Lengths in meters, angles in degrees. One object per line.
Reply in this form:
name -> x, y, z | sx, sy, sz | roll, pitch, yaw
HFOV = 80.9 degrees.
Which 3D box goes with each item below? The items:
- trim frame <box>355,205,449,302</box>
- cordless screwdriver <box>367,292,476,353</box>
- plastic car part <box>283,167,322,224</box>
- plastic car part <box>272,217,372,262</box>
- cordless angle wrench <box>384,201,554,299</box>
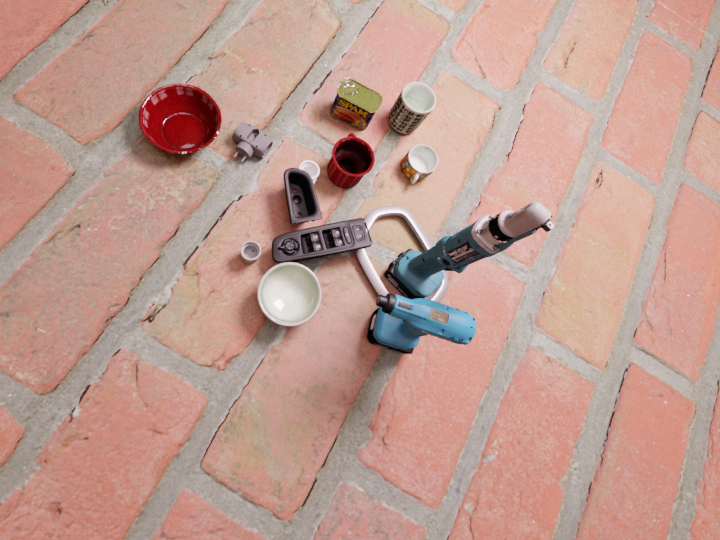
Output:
trim frame -> 0.090, -0.025, 0.912 | 0.181, 0.027, 0.252 | -28, 82, -18
cordless screwdriver -> 0.071, 0.092, 0.756 | 0.157, 0.250, 0.075 | 20, 72, -10
plastic car part -> -0.128, -0.147, 0.878 | 0.064, 0.071, 0.118 | -10, 77, -17
plastic car part -> -0.084, -0.055, 0.863 | 0.199, 0.067, 0.067 | -11, 79, -15
cordless angle wrench -> 0.161, -0.030, 0.718 | 0.098, 0.426, 0.074 | 47, 69, -2
